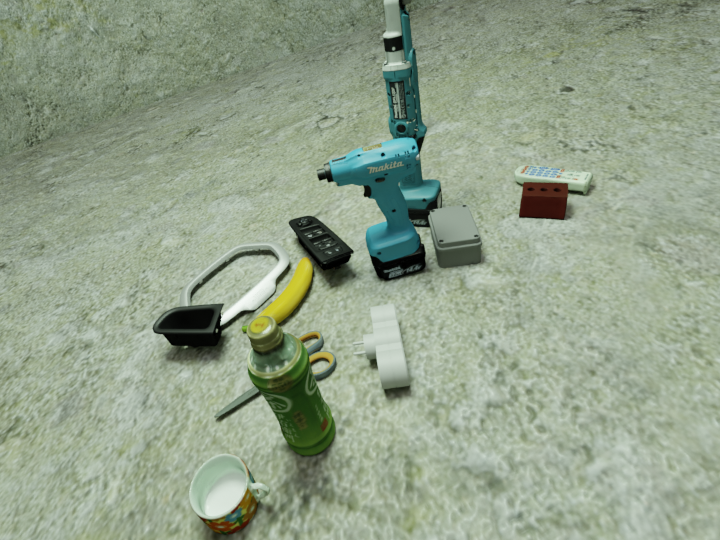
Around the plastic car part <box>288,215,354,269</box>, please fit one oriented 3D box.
[{"bbox_3d":[-0.083,-0.054,0.848,0.065,0.064,0.214,-27,41,-14],"label":"plastic car part"}]

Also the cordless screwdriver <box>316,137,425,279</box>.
[{"bbox_3d":[0.027,-0.095,0.721,0.160,0.238,0.077,-12,38,3],"label":"cordless screwdriver"}]

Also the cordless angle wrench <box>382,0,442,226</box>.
[{"bbox_3d":[0.084,-0.269,0.771,0.102,0.405,0.074,8,43,25],"label":"cordless angle wrench"}]

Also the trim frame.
[{"bbox_3d":[-0.253,0.022,0.849,0.194,0.026,0.245,20,52,36],"label":"trim frame"}]

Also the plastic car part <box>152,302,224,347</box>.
[{"bbox_3d":[-0.289,0.104,0.733,0.119,0.068,0.067,-6,40,12],"label":"plastic car part"}]
